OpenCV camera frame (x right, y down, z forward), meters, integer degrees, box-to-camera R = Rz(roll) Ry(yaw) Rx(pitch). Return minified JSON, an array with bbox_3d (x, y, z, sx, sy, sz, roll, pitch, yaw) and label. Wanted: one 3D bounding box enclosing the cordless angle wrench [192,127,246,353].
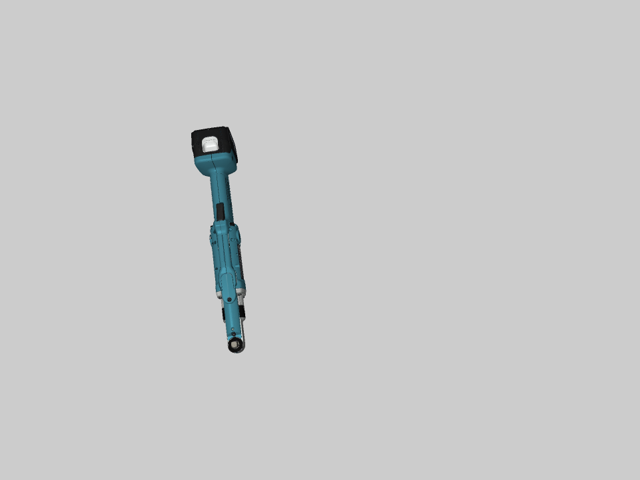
[{"bbox_3d":[-0.178,-0.005,0.789,0.074,0.422,0.098,-9,-16,-3],"label":"cordless angle wrench"}]
